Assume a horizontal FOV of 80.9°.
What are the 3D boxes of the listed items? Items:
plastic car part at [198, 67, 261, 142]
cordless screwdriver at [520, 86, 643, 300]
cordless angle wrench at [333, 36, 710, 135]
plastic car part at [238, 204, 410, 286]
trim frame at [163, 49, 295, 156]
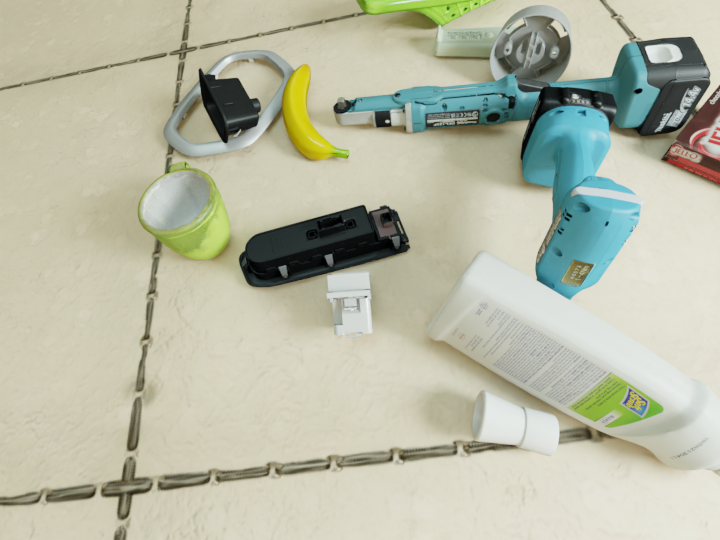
[{"bbox_3d":[-0.183,-0.237,0.612,0.069,0.064,0.121,-23,62,-22],"label":"plastic car part"},{"bbox_3d":[0.211,-0.078,0.445,0.076,0.154,0.251,12,48,9],"label":"cordless screwdriver"},{"bbox_3d":[0.173,-0.219,0.549,0.433,0.093,0.076,1,61,15],"label":"cordless angle wrench"},{"bbox_3d":[-0.048,-0.032,0.493,0.204,0.065,0.068,-17,67,3],"label":"plastic car part"},{"bbox_3d":[-0.207,-0.272,0.675,0.190,0.026,0.250,18,67,18],"label":"trim frame"}]
